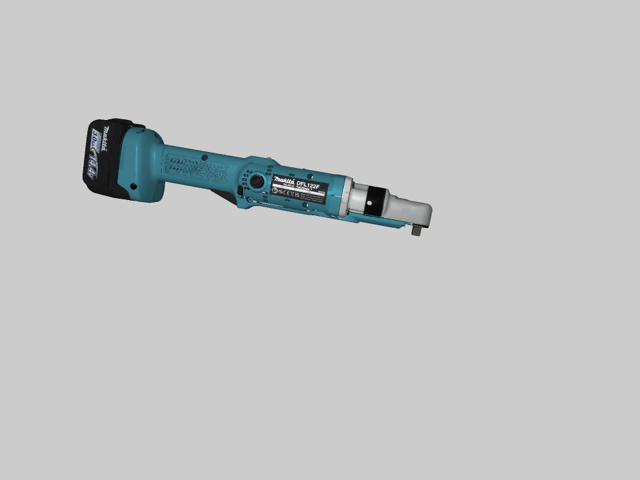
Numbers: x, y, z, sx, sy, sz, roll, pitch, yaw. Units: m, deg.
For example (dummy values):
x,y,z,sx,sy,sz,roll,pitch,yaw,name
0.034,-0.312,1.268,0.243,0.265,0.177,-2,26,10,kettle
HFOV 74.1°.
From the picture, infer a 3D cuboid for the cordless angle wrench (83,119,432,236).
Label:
x,y,z,sx,sy,sz,roll,pitch,yaw,name
-0.074,-0.069,0.527,0.423,0.098,0.074,11,6,5,cordless angle wrench
